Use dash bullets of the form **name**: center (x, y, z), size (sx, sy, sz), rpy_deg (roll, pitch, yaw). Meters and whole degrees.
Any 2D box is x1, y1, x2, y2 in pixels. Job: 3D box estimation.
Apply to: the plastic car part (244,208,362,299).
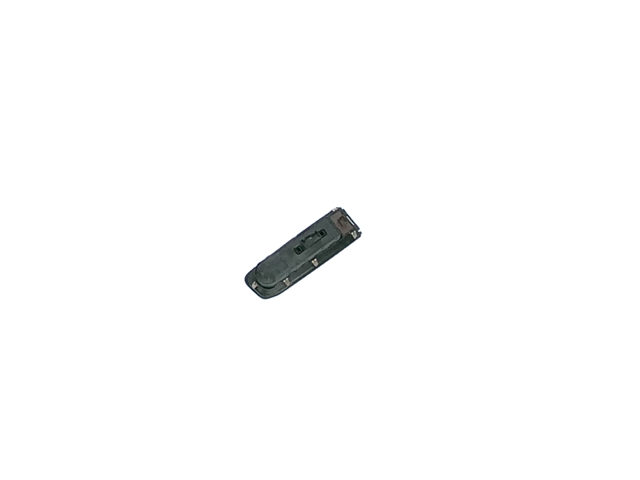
- **plastic car part**: center (-0.027, 0.021, 0.673), size (0.202, 0.066, 0.067), rpy_deg (-36, -7, -8)
